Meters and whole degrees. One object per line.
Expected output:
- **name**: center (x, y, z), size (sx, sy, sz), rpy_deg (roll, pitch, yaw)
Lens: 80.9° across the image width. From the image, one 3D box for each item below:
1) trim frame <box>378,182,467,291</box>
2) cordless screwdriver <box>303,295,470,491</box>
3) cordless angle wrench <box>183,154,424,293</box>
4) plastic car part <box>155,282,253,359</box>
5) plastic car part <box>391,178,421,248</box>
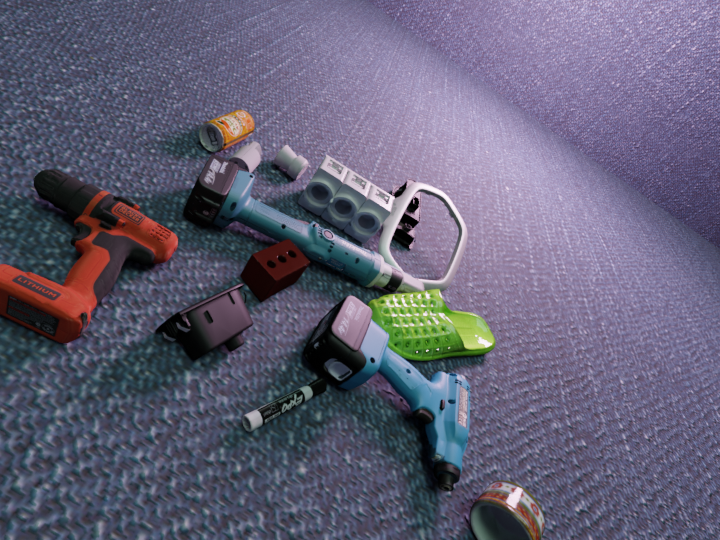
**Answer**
- **trim frame**: center (0.124, -0.069, 0.829), size (0.181, 0.028, 0.249), rpy_deg (34, 60, -9)
- **cordless screwdriver**: center (0.042, 0.157, 0.559), size (0.245, 0.075, 0.160), rpy_deg (35, 38, -8)
- **cordless angle wrench**: center (-0.067, -0.044, 0.686), size (0.410, 0.075, 0.100), rpy_deg (26, 40, -17)
- **plastic car part**: center (-0.171, 0.066, 0.509), size (0.113, 0.067, 0.071), rpy_deg (-25, 85, -52)
- **plastic car part**: center (0.100, -0.138, 0.913), size (0.065, 0.067, 0.207), rpy_deg (23, 38, -10)
